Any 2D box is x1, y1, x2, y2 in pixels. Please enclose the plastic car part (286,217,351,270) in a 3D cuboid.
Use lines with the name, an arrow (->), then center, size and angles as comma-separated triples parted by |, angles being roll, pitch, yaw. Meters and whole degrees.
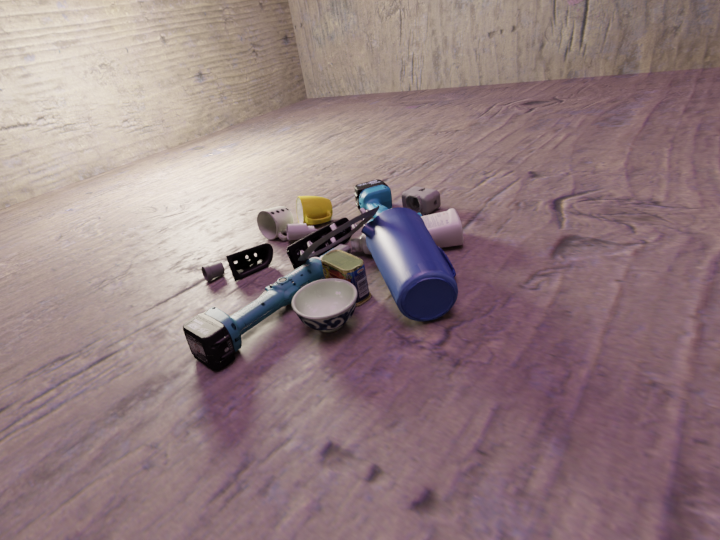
plastic car part -> -0.103, -0.067, 1.051 | 0.198, 0.065, 0.069 | -33, 10, -30

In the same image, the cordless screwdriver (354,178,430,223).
cordless screwdriver -> 0.076, -0.170, 1.142 | 0.159, 0.072, 0.259 | -14, 34, -4

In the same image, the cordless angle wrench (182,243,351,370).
cordless angle wrench -> -0.158, 0.042, 0.873 | 0.103, 0.072, 0.413 | 14, 37, 38

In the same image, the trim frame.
trim frame -> -0.049, -0.078, 0.906 | 0.181, 0.028, 0.250 | -29, -2, -21

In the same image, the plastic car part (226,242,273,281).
plastic car part -> -0.279, -0.028, 1.051 | 0.113, 0.065, 0.074 | -25, 17, -29
